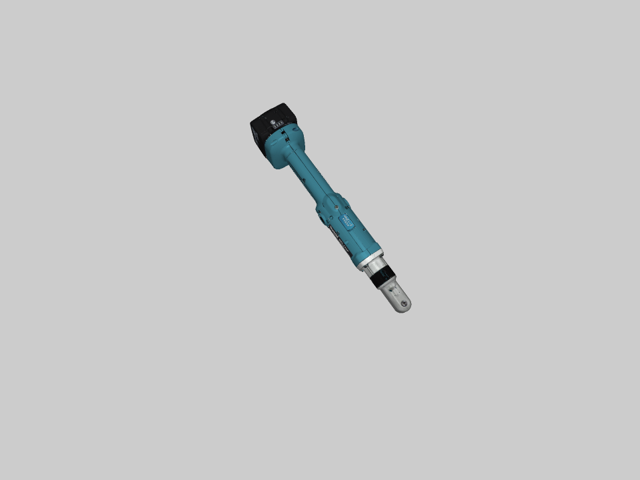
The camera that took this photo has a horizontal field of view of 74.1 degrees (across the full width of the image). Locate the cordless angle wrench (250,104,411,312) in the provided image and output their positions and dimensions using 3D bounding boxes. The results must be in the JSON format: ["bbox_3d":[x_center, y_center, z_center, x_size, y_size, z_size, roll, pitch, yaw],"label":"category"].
[{"bbox_3d":[0.023,-0.051,0.744,0.074,0.422,0.098,-34,-11,-10],"label":"cordless angle wrench"}]
